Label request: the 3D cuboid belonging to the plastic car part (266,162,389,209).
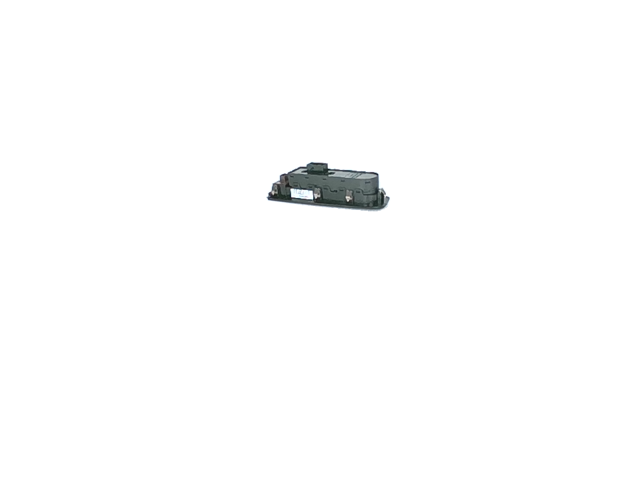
[{"bbox_3d":[0.014,-0.087,0.667,0.204,0.067,0.066,13,22,27],"label":"plastic car part"}]
